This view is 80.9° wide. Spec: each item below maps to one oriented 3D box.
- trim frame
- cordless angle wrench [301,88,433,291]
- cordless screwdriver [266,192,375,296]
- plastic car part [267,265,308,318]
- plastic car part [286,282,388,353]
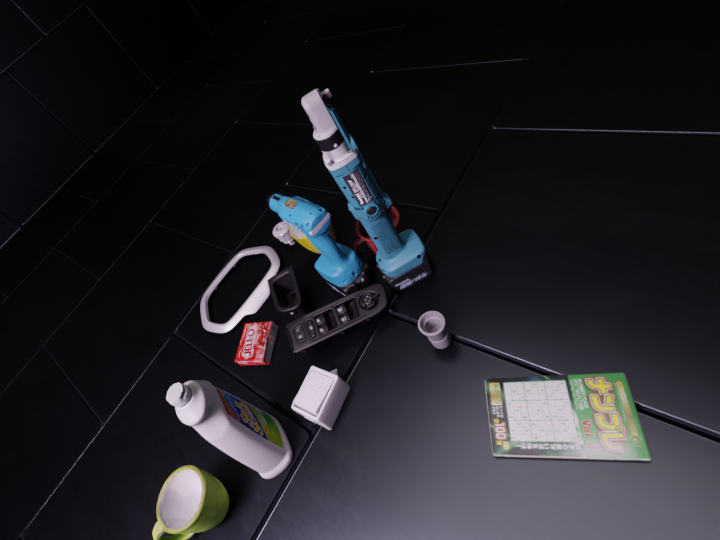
[{"bbox_3d":[-0.293,0.041,1.021,0.195,0.026,0.248,23,70,41],"label":"trim frame"},{"bbox_3d":[0.013,-0.114,0.694,0.099,0.400,0.078,-29,45,7],"label":"cordless angle wrench"},{"bbox_3d":[-0.080,-0.052,0.818,0.169,0.235,0.074,29,73,42],"label":"cordless screwdriver"},{"bbox_3d":[-0.143,0.059,0.887,0.066,0.067,0.122,-32,45,5],"label":"plastic car part"},{"bbox_3d":[-0.035,0.095,0.796,0.204,0.063,0.069,-29,46,8],"label":"plastic car part"}]
